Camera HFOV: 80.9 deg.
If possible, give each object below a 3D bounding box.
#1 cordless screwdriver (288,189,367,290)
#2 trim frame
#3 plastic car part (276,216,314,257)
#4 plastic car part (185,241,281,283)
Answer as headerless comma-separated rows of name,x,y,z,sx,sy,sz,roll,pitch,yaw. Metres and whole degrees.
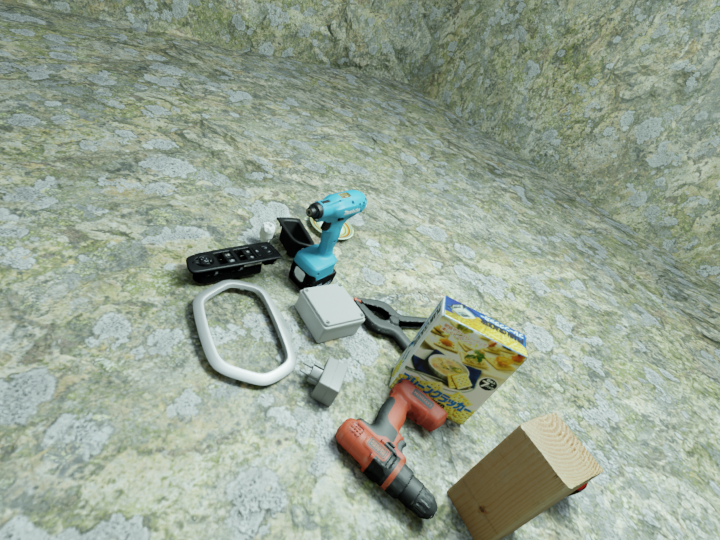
cordless screwdriver,-0.089,-0.058,0.906,0.077,0.247,0.154,43,37,21
trim frame,-0.216,0.109,0.799,0.176,0.027,0.262,-4,43,-34
plastic car part,-0.165,-0.071,1.036,0.063,0.070,0.123,-1,42,-34
plastic car part,-0.273,-0.015,0.897,0.194,0.066,0.070,-9,47,-39
